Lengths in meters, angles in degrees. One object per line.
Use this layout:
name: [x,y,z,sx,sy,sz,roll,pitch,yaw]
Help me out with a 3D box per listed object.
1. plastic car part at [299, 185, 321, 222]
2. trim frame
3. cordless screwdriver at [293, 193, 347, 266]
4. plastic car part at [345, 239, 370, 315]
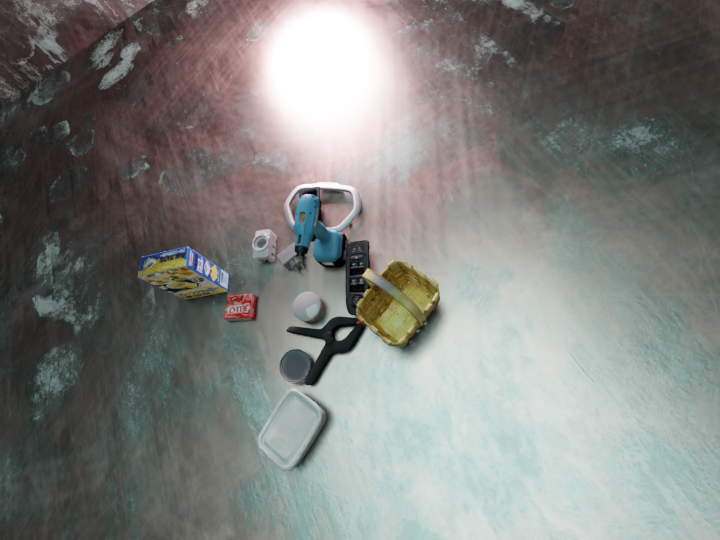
plastic car part: [-0.140,-0.180,1.255,0.067,0.067,0.120,-12,64,14]
trim frame: [-0.118,-0.192,1.276,0.258,0.026,0.186,4,69,22]
cordless screwdriver: [-0.107,-0.070,1.095,0.077,0.237,0.162,-1,68,17]
plastic car part: [-0.003,0.025,1.113,0.068,0.064,0.207,-6,65,17]
